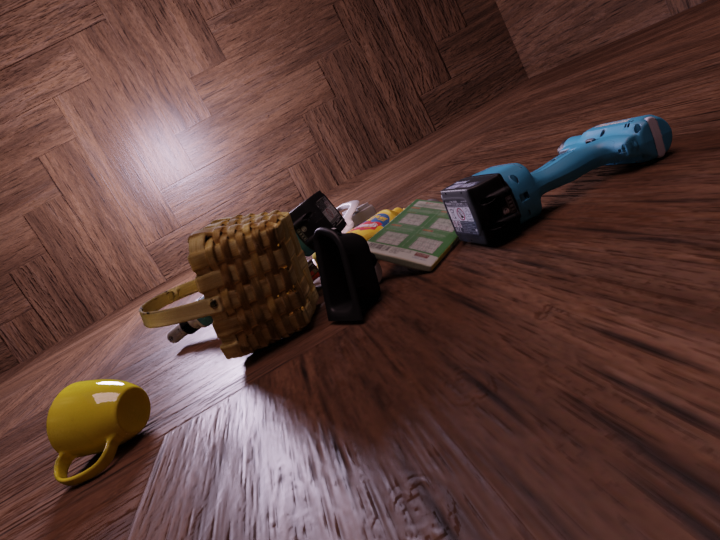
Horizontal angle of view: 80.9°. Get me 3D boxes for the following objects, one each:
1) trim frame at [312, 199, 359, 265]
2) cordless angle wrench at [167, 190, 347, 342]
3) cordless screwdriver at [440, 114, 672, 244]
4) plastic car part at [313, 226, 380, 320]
[{"bbox_3d":[-0.084,-0.055,0.862,0.190,0.027,0.248,-19,32,51],"label":"trim frame"},{"bbox_3d":[-0.209,0.021,0.737,0.429,0.073,0.098,-35,9,24],"label":"cordless angle wrench"},{"bbox_3d":[0.228,-0.122,0.547,0.248,0.073,0.163,-26,14,-3],"label":"cordless screwdriver"},{"bbox_3d":[-0.010,-0.001,0.526,0.068,0.117,0.068,-7,-4,-39],"label":"plastic car part"}]
